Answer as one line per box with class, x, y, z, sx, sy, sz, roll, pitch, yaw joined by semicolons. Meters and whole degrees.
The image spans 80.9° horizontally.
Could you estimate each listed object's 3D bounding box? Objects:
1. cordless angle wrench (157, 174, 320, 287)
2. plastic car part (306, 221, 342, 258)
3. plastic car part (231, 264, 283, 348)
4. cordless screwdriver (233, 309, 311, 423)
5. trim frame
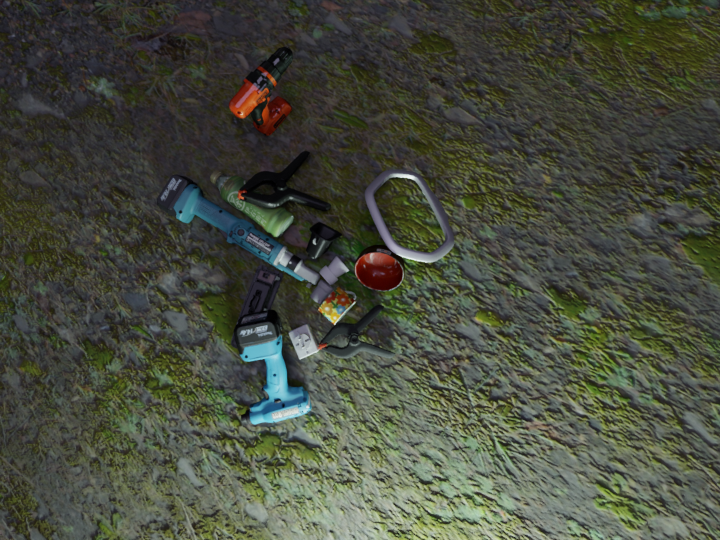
cordless angle wrench;-0.280;-0.086;1.004;0.428;0.073;0.098;31;86;6
plastic car part;-0.095;-0.062;0.967;0.067;0.116;0.070;27;110;4
plastic car part;-0.245;0.091;0.982;0.066;0.067;0.203;20;87;-3
cordless screwdriver;-0.217;0.220;0.926;0.160;0.075;0.244;-16;102;2
trim frame;0.113;-0.128;0.960;0.180;0.027;0.257;-17;66;-17
